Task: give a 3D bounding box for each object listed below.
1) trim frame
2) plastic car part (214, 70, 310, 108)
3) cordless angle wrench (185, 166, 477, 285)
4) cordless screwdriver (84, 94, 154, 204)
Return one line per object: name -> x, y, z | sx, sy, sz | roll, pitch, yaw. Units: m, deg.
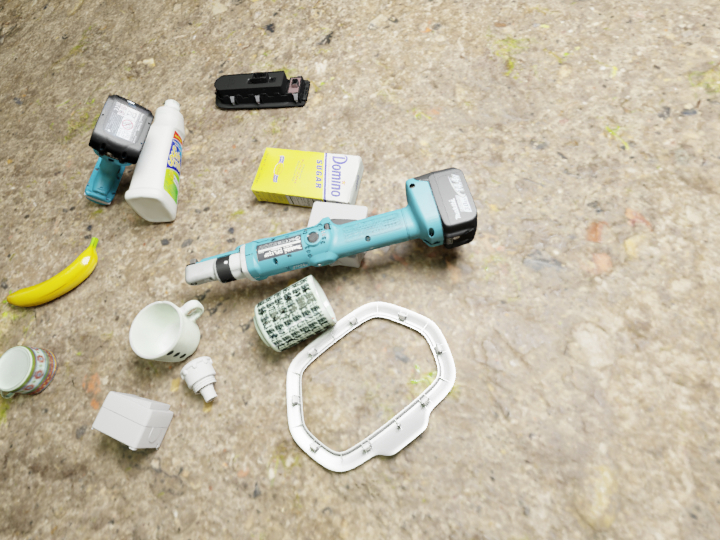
trim frame -> 0.008, 0.151, 0.578 | 0.247, 0.026, 0.192 | -36, 64, -5
plastic car part -> -0.207, -0.361, 0.841 | 0.209, 0.064, 0.067 | 2, 75, 17
cordless angle wrench -> -0.059, -0.039, 0.603 | 0.429, 0.071, 0.101 | -14, 65, 10
cordless screwdriver -> -0.440, -0.230, 0.768 | 0.257, 0.071, 0.162 | -20, 56, 51
